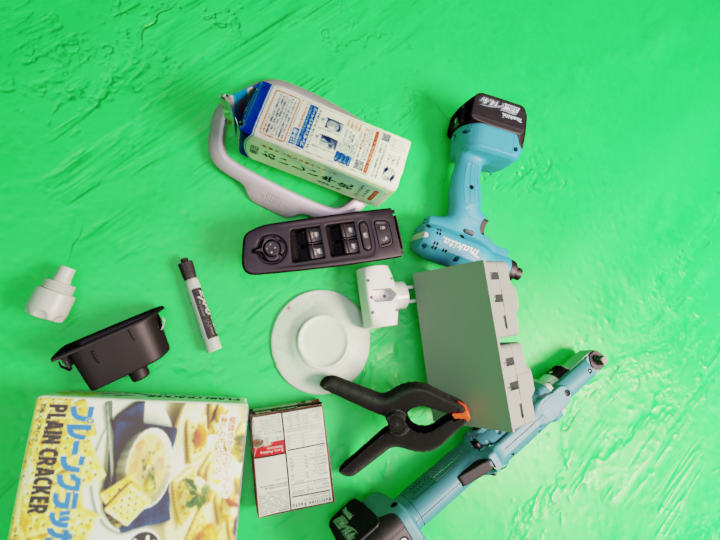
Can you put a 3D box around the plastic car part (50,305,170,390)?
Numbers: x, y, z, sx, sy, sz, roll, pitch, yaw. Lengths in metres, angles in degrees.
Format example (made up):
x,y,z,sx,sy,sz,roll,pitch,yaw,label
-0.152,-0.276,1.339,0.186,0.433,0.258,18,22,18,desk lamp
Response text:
x,y,z,sx,sy,sz,roll,pitch,yaw,label
-0.271,0.095,0.483,0.114,0.068,0.070,-21,100,-18,plastic car part

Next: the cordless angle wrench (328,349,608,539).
x,y,z,sx,sy,sz,roll,pitch,yaw,label
0.159,0.218,0.524,0.416,0.099,0.075,-31,89,-20,cordless angle wrench

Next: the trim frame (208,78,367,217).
x,y,z,sx,sy,sz,roll,pitch,yaw,label
-0.088,-0.166,0.587,0.245,0.028,0.185,25,74,-7,trim frame

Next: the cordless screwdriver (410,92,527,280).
x,y,z,sx,sy,sz,roll,pitch,yaw,label
0.179,-0.114,0.603,0.157,0.075,0.250,19,79,-8,cordless screwdriver

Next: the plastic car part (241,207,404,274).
x,y,z,sx,sy,sz,roll,pitch,yaw,label
-0.053,-0.035,0.541,0.198,0.068,0.066,-9,89,-17,plastic car part
